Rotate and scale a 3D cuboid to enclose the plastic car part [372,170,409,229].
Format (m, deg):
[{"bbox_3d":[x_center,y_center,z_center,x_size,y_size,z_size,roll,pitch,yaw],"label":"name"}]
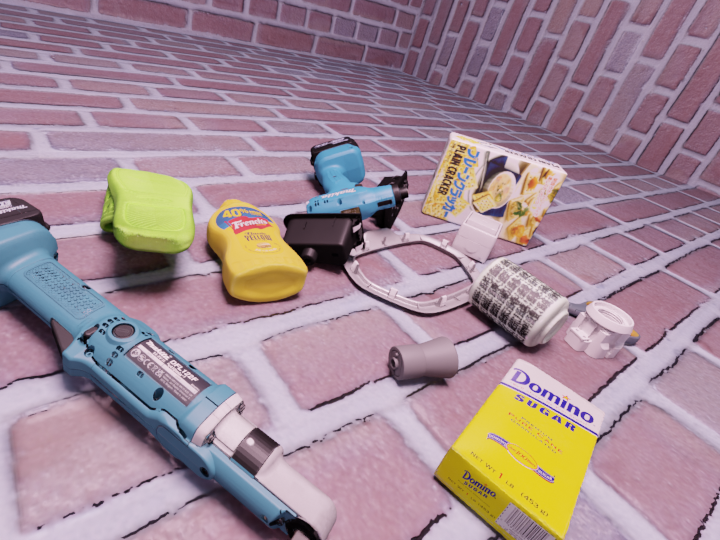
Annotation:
[{"bbox_3d":[0.053,-0.140,0.808,0.069,0.064,0.201,1,27,21],"label":"plastic car part"}]

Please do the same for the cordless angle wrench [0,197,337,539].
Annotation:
[{"bbox_3d":[-0.200,0.069,0.349,0.438,0.073,0.096,30,33,18],"label":"cordless angle wrench"}]

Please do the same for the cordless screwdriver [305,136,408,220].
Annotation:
[{"bbox_3d":[-0.014,-0.162,0.744,0.160,0.071,0.257,-14,35,5],"label":"cordless screwdriver"}]

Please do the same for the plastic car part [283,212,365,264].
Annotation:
[{"bbox_3d":[-0.057,-0.037,0.586,0.119,0.063,0.072,1,43,13],"label":"plastic car part"}]

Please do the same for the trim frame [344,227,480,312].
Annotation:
[{"bbox_3d":[0.084,-0.009,0.638,0.239,0.027,0.195,-16,42,-38],"label":"trim frame"}]
